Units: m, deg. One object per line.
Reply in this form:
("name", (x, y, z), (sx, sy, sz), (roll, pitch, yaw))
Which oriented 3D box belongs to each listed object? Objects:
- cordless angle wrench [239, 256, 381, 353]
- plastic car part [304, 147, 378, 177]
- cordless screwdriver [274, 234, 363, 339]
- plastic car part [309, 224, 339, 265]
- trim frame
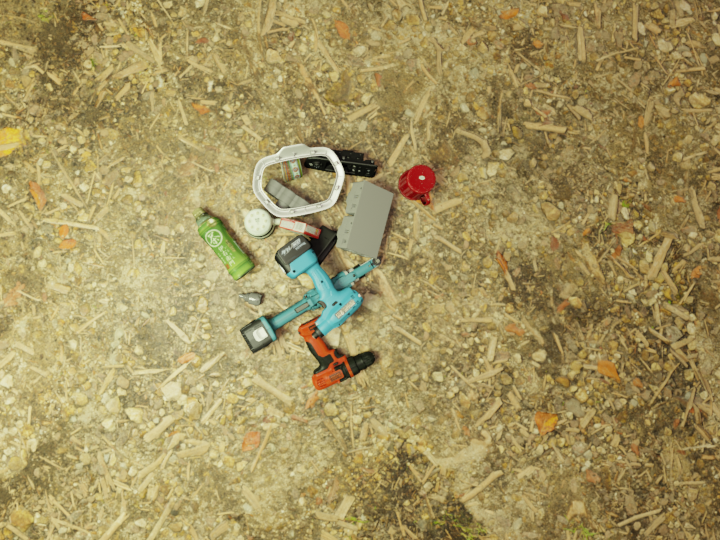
("cordless angle wrench", (-0.124, 0.077, 1.147), (0.420, 0.099, 0.074), (-32, 92, -8))
("plastic car part", (-0.056, -0.307, 1.181), (0.202, 0.066, 0.068), (3, 78, -2))
("cordless screwdriver", (-0.127, 0.041, 1.078), (0.158, 0.075, 0.249), (-42, 90, -12))
("plastic car part", (-0.114, -0.075, 1.170), (0.073, 0.064, 0.116), (32, 83, 12))
("trim frame", (-0.163, -0.240, 1.125), (0.246, 0.028, 0.182), (-11, 97, -6))
